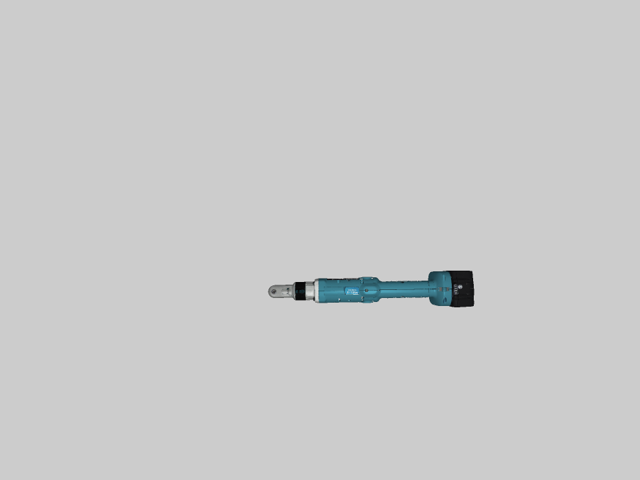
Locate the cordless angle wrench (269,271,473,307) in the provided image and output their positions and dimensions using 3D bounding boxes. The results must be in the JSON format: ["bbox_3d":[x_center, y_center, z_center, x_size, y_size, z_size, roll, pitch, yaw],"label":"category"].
[{"bbox_3d":[0.100,0.106,0.899,0.423,0.074,0.098,-1,-4,2],"label":"cordless angle wrench"}]
